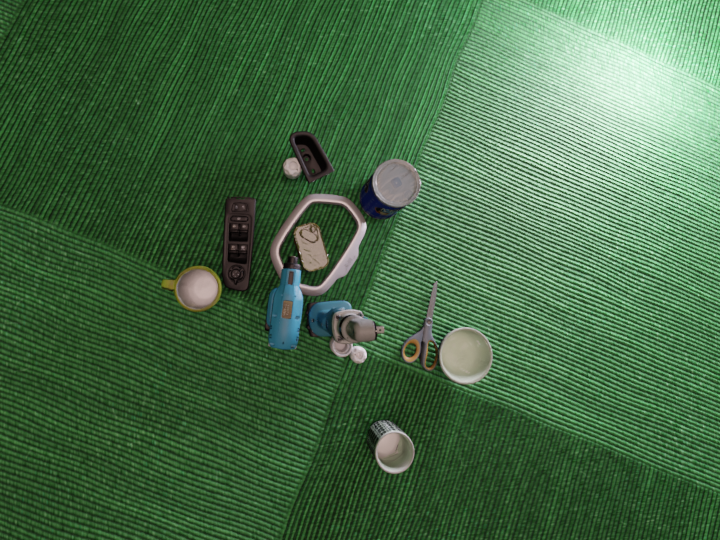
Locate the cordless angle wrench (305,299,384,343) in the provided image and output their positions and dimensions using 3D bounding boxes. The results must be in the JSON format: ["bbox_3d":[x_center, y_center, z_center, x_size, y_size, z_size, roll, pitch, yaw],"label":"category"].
[{"bbox_3d":[-0.036,0.093,0.749,0.096,0.426,0.075,-4,87,-11],"label":"cordless angle wrench"}]

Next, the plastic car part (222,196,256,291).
[{"bbox_3d":[-0.266,-0.056,0.926,0.065,0.067,0.204,3,83,-8],"label":"plastic car part"}]

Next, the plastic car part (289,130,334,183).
[{"bbox_3d":[-0.118,-0.256,0.965,0.065,0.071,0.117,-27,88,-10],"label":"plastic car part"}]

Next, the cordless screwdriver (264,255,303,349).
[{"bbox_3d":[-0.146,0.061,0.830,0.073,0.251,0.160,7,84,-10],"label":"cordless screwdriver"}]

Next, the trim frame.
[{"bbox_3d":[-0.094,-0.062,0.964,0.184,0.027,0.248,33,81,-1],"label":"trim frame"}]
